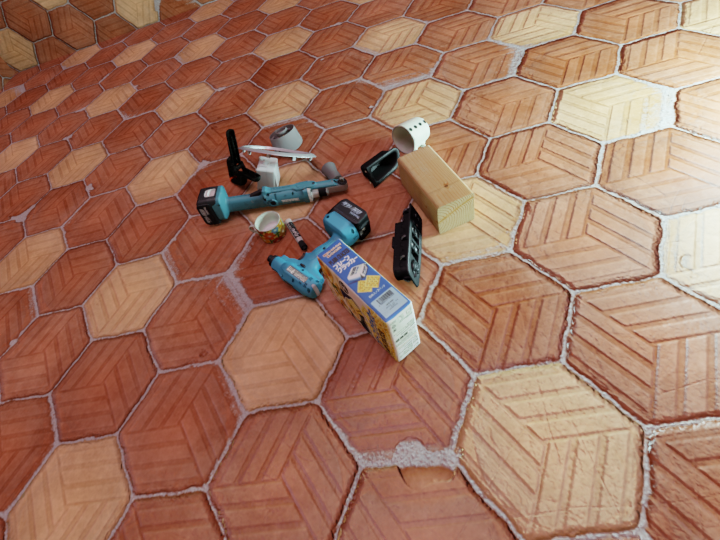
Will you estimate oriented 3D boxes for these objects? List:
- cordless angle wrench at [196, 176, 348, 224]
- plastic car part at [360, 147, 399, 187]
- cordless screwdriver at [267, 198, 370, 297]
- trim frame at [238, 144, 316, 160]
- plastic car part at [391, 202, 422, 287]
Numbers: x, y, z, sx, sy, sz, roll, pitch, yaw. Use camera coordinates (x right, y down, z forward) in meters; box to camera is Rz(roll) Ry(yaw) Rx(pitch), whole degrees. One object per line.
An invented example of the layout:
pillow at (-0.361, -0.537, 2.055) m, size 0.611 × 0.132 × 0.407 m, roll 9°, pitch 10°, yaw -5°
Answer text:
cordless angle wrench at (-0.244, -0.207, 1.183) m, size 0.429 × 0.093 × 0.076 m, roll -7°, pitch 52°, yaw 9°
plastic car part at (0.047, -0.290, 1.158) m, size 0.115 × 0.063 × 0.075 m, roll -44°, pitch 39°, yaw -20°
cordless screwdriver at (-0.099, -0.065, 1.017) m, size 0.167 × 0.071 × 0.248 m, roll 31°, pitch 72°, yaw 28°
trim frame at (-0.249, -0.350, 1.257) m, size 0.261 × 0.027 × 0.178 m, roll 15°, pitch 21°, yaw 29°
plastic car part at (0.103, -0.055, 0.951) m, size 0.069 × 0.063 × 0.208 m, roll -13°, pitch 50°, yaw 20°
